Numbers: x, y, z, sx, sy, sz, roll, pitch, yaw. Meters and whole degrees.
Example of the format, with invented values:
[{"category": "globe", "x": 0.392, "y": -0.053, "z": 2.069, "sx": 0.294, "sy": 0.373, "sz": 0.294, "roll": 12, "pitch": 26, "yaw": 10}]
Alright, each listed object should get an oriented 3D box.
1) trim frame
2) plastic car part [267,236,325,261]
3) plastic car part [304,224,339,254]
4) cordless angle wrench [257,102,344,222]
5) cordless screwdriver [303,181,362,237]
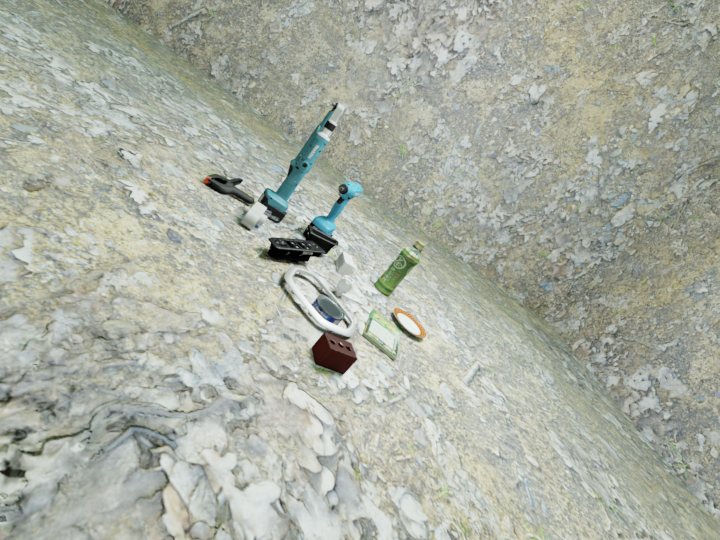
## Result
[{"category": "trim frame", "x": -0.105, "y": 0.077, "z": 1.095, "sx": 0.260, "sy": 0.027, "sz": 0.176, "roll": 45, "pitch": 20, "yaw": 24}, {"category": "plastic car part", "x": -0.192, "y": -0.057, "z": 1.201, "sx": 0.069, "sy": 0.067, "sz": 0.193, "roll": 48, "pitch": 21, "yaw": 28}, {"category": "plastic car part", "x": -0.135, "y": -0.088, "z": 1.378, "sx": 0.112, "sy": 0.071, "sz": 0.068, "roll": 30, "pitch": 20, "yaw": -22}, {"category": "cordless angle wrench", "x": -0.183, "y": -0.342, "z": 1.341, "sx": 0.094, "sy": 0.424, "sz": 0.077, "roll": 30, "pitch": 20, "yaw": -26}, {"category": "cordless screwdriver", "x": -0.097, "y": -0.194, "z": 1.420, "sx": 0.076, "sy": 0.249, "sz": 0.156, "roll": 42, "pitch": 18, "yaw": 7}]
